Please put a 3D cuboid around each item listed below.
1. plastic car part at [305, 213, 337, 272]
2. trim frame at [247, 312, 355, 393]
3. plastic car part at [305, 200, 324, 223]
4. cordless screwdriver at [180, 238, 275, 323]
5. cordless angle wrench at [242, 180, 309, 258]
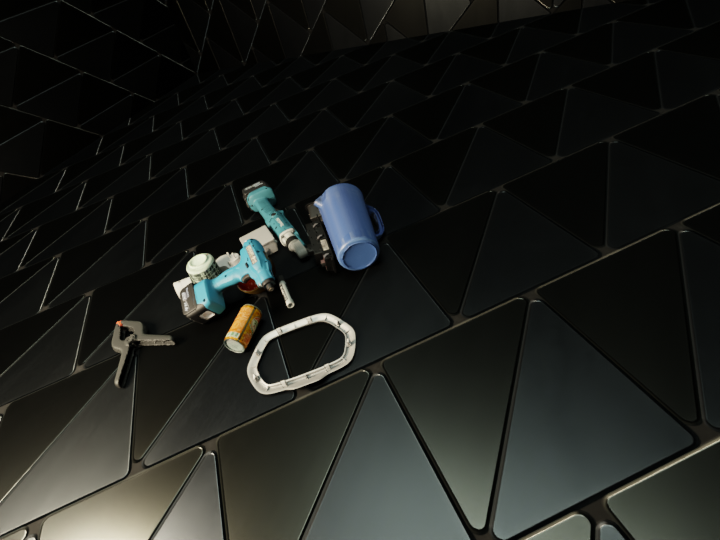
[{"bbox_3d":[-0.112,-0.073,1.144,0.067,0.063,0.212,-19,43,2],"label":"plastic car part"},{"bbox_3d":[-0.130,0.175,0.916,0.248,0.026,0.193,-20,41,-1],"label":"trim frame"},{"bbox_3d":[-0.105,-0.175,1.278,0.118,0.063,0.074,-17,53,9],"label":"plastic car part"},{"bbox_3d":[-0.326,0.046,1.055,0.250,0.070,0.167,-36,54,7],"label":"cordless screwdriver"},{"bbox_3d":[-0.260,-0.155,1.310,0.097,0.071,0.447,-28,43,-13],"label":"cordless angle wrench"}]
